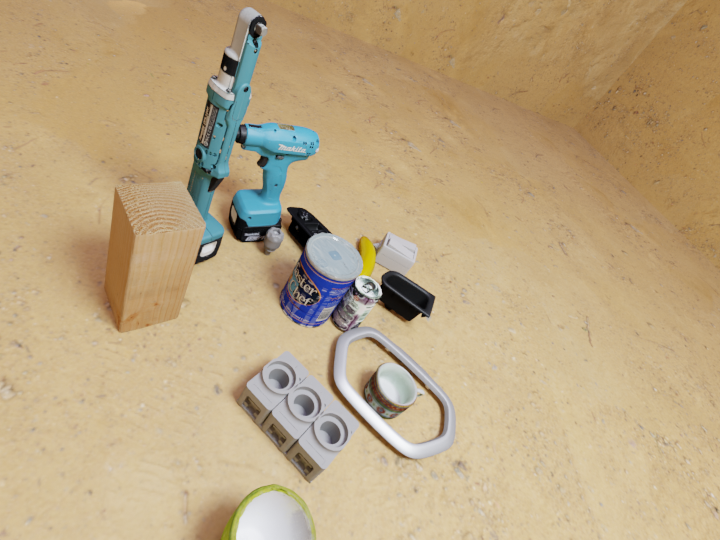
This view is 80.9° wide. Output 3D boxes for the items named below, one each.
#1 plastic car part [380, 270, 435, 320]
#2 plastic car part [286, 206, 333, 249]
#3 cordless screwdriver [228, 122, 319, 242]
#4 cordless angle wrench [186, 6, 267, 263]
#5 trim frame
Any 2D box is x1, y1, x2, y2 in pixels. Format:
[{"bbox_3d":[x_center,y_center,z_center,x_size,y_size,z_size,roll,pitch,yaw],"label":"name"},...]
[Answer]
[{"bbox_3d":[0.080,0.057,0.847,0.117,0.071,0.066,32,39,2],"label":"plastic car part"},{"bbox_3d":[-0.085,-0.056,0.872,0.064,0.067,0.211,-16,57,-43],"label":"plastic car part"},{"bbox_3d":[-0.190,-0.161,0.780,0.152,0.248,0.078,-2,51,-36],"label":"cordless screwdriver"},{"bbox_3d":[-0.222,-0.178,0.640,0.101,0.422,0.072,46,40,15],"label":"cordless angle wrench"},{"bbox_3d":[0.057,0.198,0.715,0.255,0.027,0.180,39,40,12],"label":"trim frame"}]
